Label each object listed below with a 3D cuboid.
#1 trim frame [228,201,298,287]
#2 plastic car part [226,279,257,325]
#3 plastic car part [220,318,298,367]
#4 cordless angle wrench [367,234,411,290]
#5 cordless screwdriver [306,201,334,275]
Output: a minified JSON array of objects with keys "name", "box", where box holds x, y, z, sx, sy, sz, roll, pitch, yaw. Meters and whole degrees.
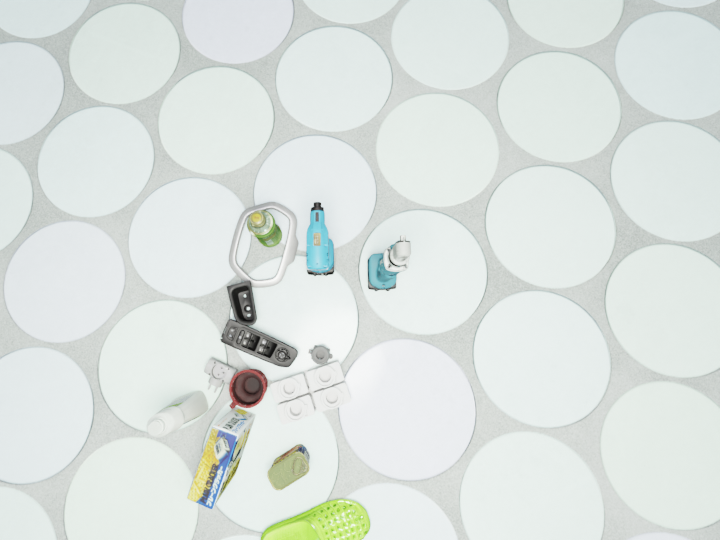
[{"name":"trim frame","box":[-0.269,-0.074,1.188,0.186,0.027,0.250,12,81,4]},{"name":"plastic car part","box":[-0.310,0.093,1.138,0.066,0.070,0.118,-15,81,-3]},{"name":"plastic car part","box":[-0.264,0.196,1.120,0.205,0.066,0.066,23,82,5]},{"name":"cordless angle wrench","box":[0.067,-0.014,0.966,0.074,0.419,0.099,-1,83,-3]},{"name":"cordless screwdriver","box":[-0.105,-0.068,1.070,0.074,0.246,0.161,-1,82,-3]}]
